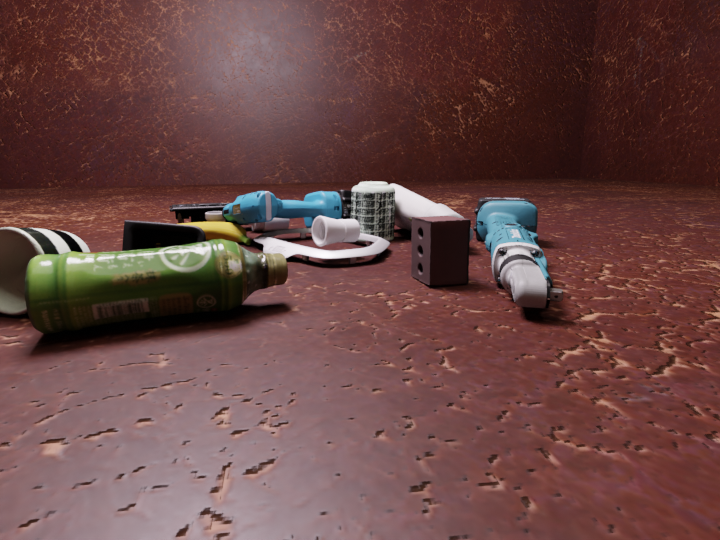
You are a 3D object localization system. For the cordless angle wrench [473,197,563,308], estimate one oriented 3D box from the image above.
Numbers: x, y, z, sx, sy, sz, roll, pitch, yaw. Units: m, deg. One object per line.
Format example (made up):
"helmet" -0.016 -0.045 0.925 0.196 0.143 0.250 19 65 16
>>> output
"cordless angle wrench" 0.205 -0.036 0.574 0.101 0.073 0.418 3 18 15

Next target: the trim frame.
"trim frame" -0.068 -0.044 0.694 0.177 0.027 0.263 -13 21 -41

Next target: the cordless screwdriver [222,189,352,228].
"cordless screwdriver" -0.134 -0.115 0.818 0.237 0.074 0.167 -5 4 -41

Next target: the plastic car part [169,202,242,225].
"plastic car part" -0.289 -0.116 0.884 0.198 0.066 0.069 -10 9 -19

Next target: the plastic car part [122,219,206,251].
"plastic car part" -0.282 -0.037 0.627 0.116 0.066 0.071 2 -1 -3
